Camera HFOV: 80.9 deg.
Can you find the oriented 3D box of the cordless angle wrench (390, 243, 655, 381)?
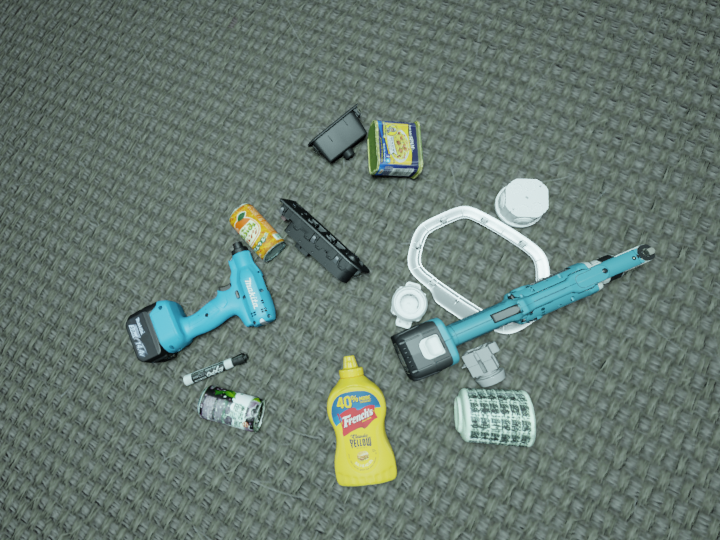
[{"bbox_3d":[0.257,0.053,0.658,0.422,0.096,0.076,-23,79,-2],"label":"cordless angle wrench"}]

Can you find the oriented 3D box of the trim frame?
[{"bbox_3d":[0.203,-0.004,0.726,0.254,0.027,0.184,36,86,12],"label":"trim frame"}]

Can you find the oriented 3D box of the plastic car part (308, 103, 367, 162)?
[{"bbox_3d":[-0.034,-0.248,0.802,0.116,0.066,0.071,-41,92,1],"label":"plastic car part"}]

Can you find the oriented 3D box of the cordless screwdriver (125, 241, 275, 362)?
[{"bbox_3d":[-0.290,0.058,0.762,0.248,0.073,0.163,-22,76,-1],"label":"cordless screwdriver"}]

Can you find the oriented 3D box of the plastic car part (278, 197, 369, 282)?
[{"bbox_3d":[-0.074,-0.049,0.758,0.208,0.064,0.067,38,95,14],"label":"plastic car part"}]
